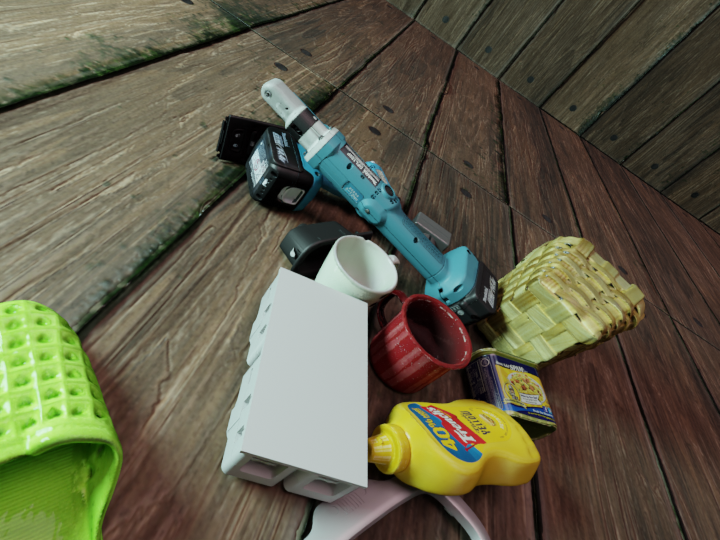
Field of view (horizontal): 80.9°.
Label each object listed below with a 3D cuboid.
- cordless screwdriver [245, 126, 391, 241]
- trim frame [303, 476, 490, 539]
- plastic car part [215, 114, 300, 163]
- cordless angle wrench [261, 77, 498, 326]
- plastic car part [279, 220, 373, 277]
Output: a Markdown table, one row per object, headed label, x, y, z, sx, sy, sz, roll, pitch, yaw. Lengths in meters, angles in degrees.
| label | x | y | z | sx | sy | sz | roll | pitch | yaw |
| --- | --- | --- | --- | --- | --- | --- | --- | --- | --- |
| cordless screwdriver | -0.040 | -0.115 | 0.632 | 0.236 | 0.075 | 0.166 | 6 | 50 | -38 |
| trim frame | 0.031 | 0.264 | 0.328 | 0.238 | 0.027 | 0.191 | -12 | 59 | -41 |
| plastic car part | -0.129 | -0.196 | 0.663 | 0.194 | 0.065 | 0.071 | 2 | 25 | -34 |
| cordless angle wrench | 0.022 | -0.093 | 0.574 | 0.415 | 0.076 | 0.098 | 45 | 40 | -9 |
| plastic car part | -0.054 | -0.035 | 0.554 | 0.111 | 0.065 | 0.075 | -7 | 41 | -38 |
